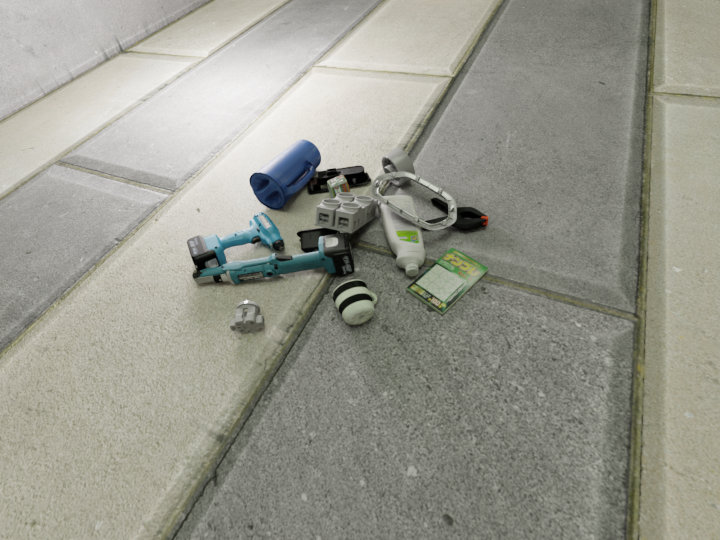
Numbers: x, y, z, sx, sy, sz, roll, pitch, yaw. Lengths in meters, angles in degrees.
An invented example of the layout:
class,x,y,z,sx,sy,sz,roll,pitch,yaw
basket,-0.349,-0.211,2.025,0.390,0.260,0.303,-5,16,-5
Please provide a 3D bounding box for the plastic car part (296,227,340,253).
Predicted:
class,x,y,z,sx,sy,sz,roll,pitch,yaw
plastic car part,-0.112,-0.073,1.141,0.118,0.063,0.073,-8,61,7

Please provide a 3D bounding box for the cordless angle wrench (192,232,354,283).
class,x,y,z,sx,sy,sz,roll,pitch,yaw
cordless angle wrench,-0.231,-0.012,1.091,0.428,0.093,0.077,-9,47,8

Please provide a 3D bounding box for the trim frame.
class,x,y,z,sx,sy,sz,roll,pitch,yaw
trim frame,0.145,-0.195,1.139,0.258,0.027,0.181,36,56,20

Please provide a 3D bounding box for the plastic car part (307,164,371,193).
class,x,y,z,sx,sy,sz,roll,pitch,yaw
plastic car part,-0.069,-0.293,1.329,0.204,0.064,0.068,-5,39,2

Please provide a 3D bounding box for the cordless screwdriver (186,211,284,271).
class,x,y,z,sx,sy,sz,roll,pitch,yaw
cordless screwdriver,-0.339,-0.066,1.166,0.244,0.071,0.168,-26,49,-18
